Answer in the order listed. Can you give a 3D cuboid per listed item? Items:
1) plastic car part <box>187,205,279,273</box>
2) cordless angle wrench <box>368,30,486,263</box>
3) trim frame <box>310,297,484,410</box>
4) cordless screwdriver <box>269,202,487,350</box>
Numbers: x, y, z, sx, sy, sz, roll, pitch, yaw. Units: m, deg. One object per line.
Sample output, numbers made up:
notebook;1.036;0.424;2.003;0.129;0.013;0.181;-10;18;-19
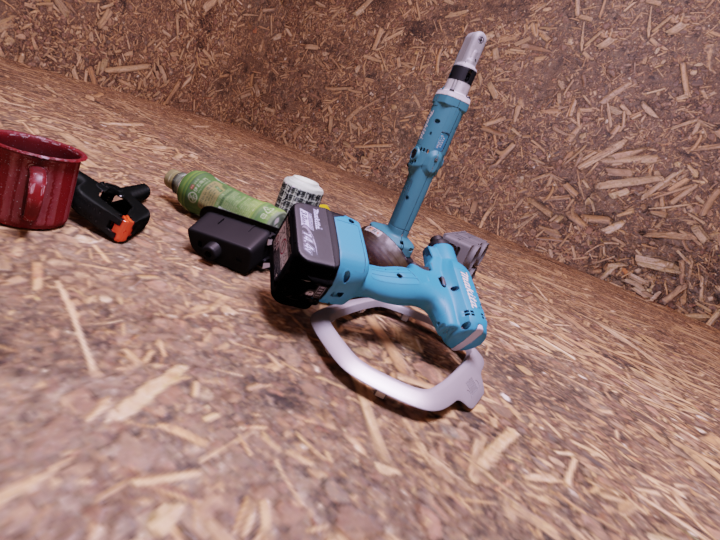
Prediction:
plastic car part;-0.169;-0.033;0.538;0.118;0.065;0.071;19;29;5
cordless angle wrench;0.112;-0.190;0.722;0.072;0.420;0.102;16;16;-23
trim frame;0.049;0.084;0.472;0.193;0.027;0.238;28;15;25
cordless screwdriver;0.023;-0.009;0.485;0.240;0.074;0.165;17;43;-20
